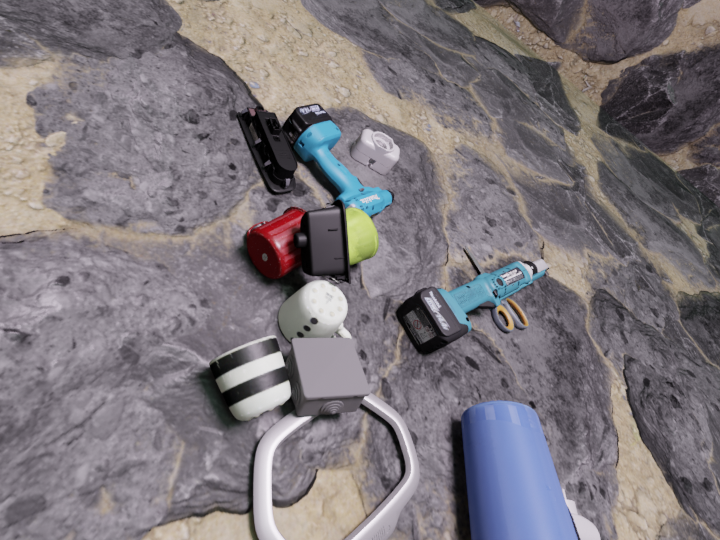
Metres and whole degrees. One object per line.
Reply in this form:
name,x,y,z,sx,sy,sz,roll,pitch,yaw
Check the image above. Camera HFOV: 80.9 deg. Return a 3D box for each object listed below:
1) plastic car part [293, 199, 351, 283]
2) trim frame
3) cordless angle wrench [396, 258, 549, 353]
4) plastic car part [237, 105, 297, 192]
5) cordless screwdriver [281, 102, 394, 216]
plastic car part,-0.058,-0.038,0.593,0.069,0.069,0.115,-10,100,-26
trim frame,-0.024,0.249,0.523,0.240,0.028,0.189,-21,69,-43
cordless angle wrench,0.247,0.037,0.807,0.408,0.075,0.101,-18,70,-38
plastic car part,-0.162,-0.233,0.780,0.063,0.068,0.209,-1,61,-43
cordless screwdriver,-0.039,-0.209,0.829,0.154,0.075,0.253,-26,77,-47
